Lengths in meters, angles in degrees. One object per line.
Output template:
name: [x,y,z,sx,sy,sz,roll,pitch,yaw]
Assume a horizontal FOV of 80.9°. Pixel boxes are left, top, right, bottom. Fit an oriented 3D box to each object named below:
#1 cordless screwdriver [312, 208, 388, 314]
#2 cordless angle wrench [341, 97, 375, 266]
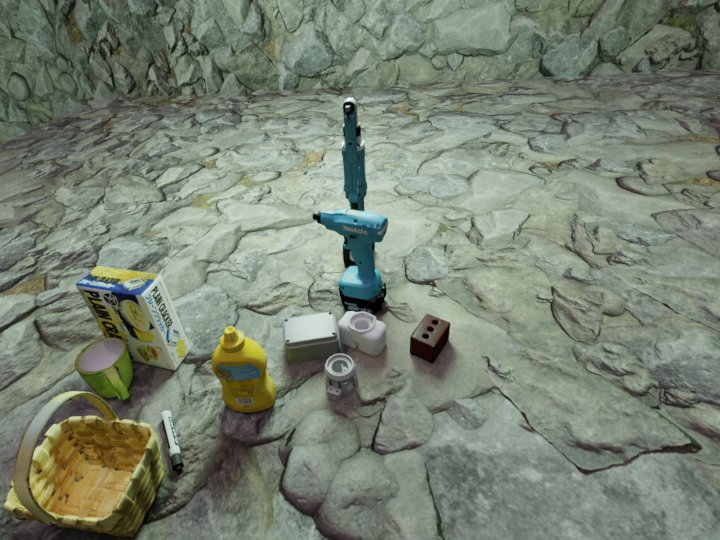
cordless screwdriver: [-0.020,-0.024,0.925,0.166,0.240,0.074,13,40,22]
cordless angle wrench: [-0.012,-0.197,1.010,0.076,0.408,0.099,5,37,11]
